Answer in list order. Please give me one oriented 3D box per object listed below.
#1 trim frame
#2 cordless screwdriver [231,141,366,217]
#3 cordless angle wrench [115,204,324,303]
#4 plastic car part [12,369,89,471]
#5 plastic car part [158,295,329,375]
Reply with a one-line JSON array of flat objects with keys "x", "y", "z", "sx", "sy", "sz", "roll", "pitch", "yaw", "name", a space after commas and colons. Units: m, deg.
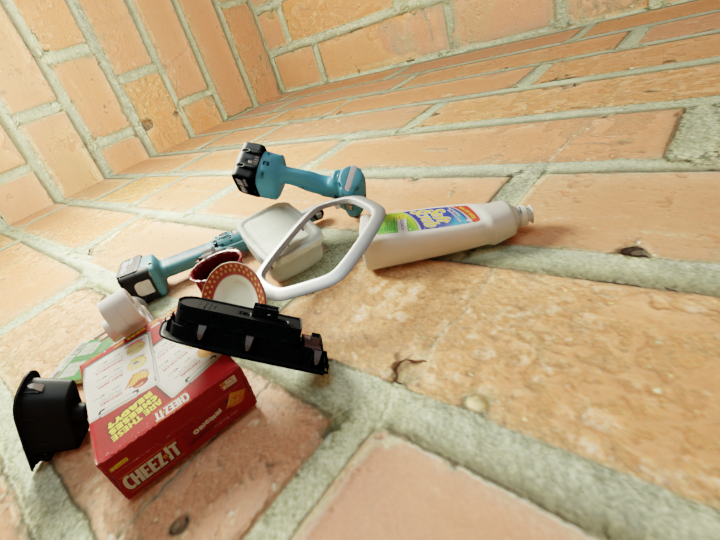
[{"x": -0.063, "y": -0.041, "z": 0.649, "sx": 0.193, "sy": 0.026, "sz": 0.248, "roll": 3, "pitch": 46, "yaw": 34, "name": "trim frame"}, {"x": -0.111, "y": -0.161, "z": 0.812, "sx": 0.254, "sy": 0.155, "sz": 0.075, "roll": 14, "pitch": 75, "yaw": 10, "name": "cordless screwdriver"}, {"x": -0.273, "y": -0.050, "z": 0.867, "sx": 0.419, "sy": 0.071, "sz": 0.102, "roll": -22, "pitch": 29, "yaw": -8, "name": "cordless angle wrench"}, {"x": -0.373, "y": 0.181, "z": 0.524, "sx": 0.070, "sy": 0.114, "sz": 0.068, "roll": 3, "pitch": 27, "yaw": -9, "name": "plastic car part"}, {"x": -0.134, "y": 0.071, "z": 0.495, "sx": 0.201, "sy": 0.066, "sz": 0.068, "roll": 9, "pitch": 17, "yaw": -4, "name": "plastic car part"}]
